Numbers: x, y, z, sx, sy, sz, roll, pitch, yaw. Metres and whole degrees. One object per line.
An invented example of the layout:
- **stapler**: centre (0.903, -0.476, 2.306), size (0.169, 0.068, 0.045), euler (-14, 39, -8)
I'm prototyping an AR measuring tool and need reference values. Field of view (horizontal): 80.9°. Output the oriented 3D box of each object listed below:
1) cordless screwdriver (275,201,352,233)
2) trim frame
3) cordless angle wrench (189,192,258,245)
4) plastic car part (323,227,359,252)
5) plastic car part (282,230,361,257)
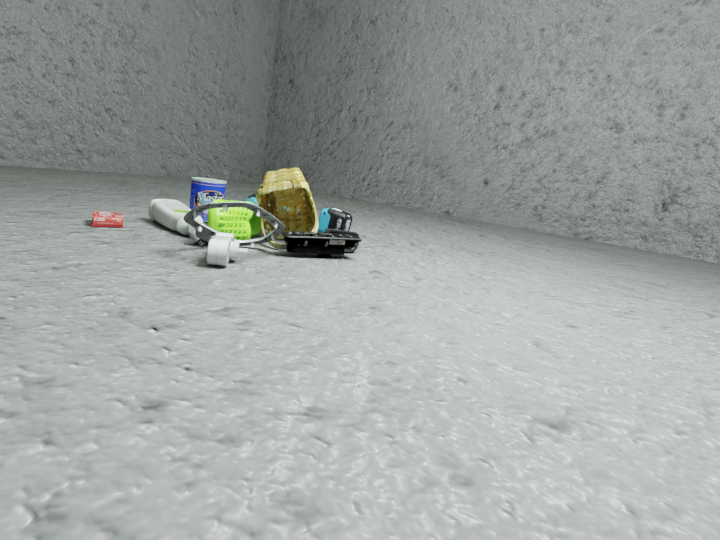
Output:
- **cordless screwdriver**: centre (-0.151, -0.177, 1.296), size (0.258, 0.158, 0.072), euler (14, 10, 20)
- **trim frame**: centre (-0.278, -0.097, 0.948), size (0.189, 0.028, 0.237), euler (-11, -17, 18)
- **cordless angle wrench**: centre (-0.362, -0.141, 1.189), size (0.075, 0.097, 0.422), euler (-35, 9, 17)
- **plastic car part**: centre (-0.068, -0.078, 1.156), size (0.111, 0.066, 0.074), euler (1, -1, -41)
- **plastic car part**: centre (-0.102, -0.067, 1.047), size (0.195, 0.066, 0.070), euler (5, 19, -26)
